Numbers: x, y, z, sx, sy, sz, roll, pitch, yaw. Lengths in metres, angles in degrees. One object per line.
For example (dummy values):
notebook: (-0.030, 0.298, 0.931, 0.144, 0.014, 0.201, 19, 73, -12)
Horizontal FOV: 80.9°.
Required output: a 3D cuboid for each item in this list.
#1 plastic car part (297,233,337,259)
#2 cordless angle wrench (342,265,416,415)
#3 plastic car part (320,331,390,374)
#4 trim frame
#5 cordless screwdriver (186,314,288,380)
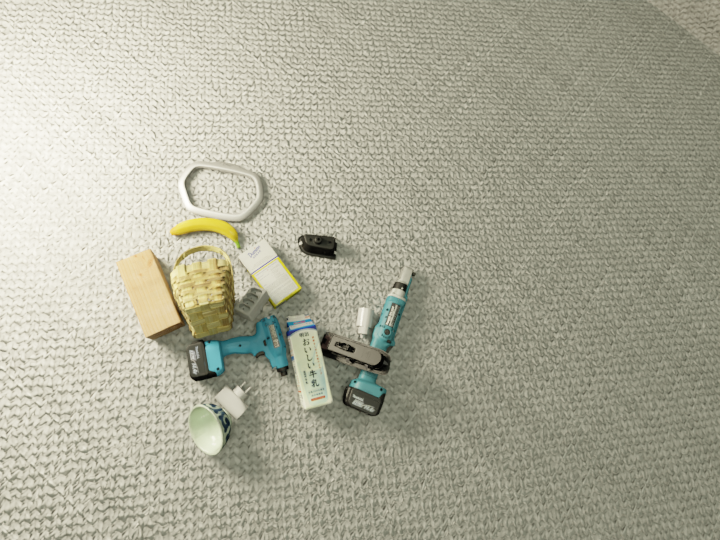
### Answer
plastic car part: (-0.118, -0.077, 1.206, 0.114, 0.071, 0.067, 9, 73, -11)
cordless angle wrench: (0.067, 0.175, 1.164, 0.097, 0.074, 0.426, 23, 69, -4)
plastic car part: (-0.018, 0.208, 1.095, 0.212, 0.064, 0.066, 15, 61, 25)
trim frame: (-0.404, -0.235, 1.230, 0.246, 0.027, 0.186, 9, 74, -5)
cordless screwdriver: (-0.312, 0.225, 1.085, 0.243, 0.075, 0.162, -16, 78, -18)
